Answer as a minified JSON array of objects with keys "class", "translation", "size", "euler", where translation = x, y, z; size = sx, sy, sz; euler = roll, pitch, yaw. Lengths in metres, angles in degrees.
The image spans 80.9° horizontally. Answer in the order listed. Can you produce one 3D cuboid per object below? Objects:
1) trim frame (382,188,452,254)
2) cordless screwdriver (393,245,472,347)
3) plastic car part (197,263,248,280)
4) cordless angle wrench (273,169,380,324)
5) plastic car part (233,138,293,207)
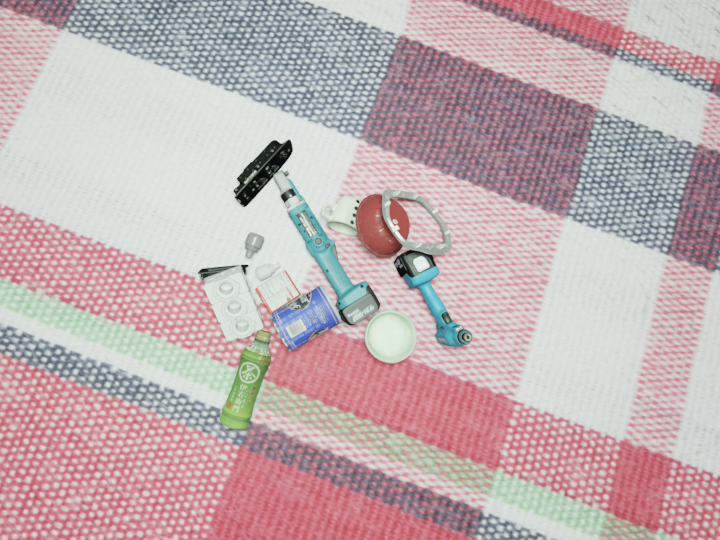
[{"class":"trim frame","translation":[0.138,-0.115,1.005],"size":[0.236,0.028,0.190],"euler":[2,60,-45]},{"class":"cordless screwdriver","translation":[0.174,0.062,0.987],"size":[0.074,0.158,0.252],"euler":[-25,83,-8]},{"class":"plastic car part","translation":[-0.329,0.025,1.027],"size":[0.115,0.067,0.070],"euler":[-3,99,-8]},{"class":"cordless angle wrench","translation":[-0.102,-0.067,1.042],"size":[0.097,0.074,0.429],"euler":[-31,82,-7]},{"class":"plastic car part","translation":[-0.250,-0.257,1.071],"size":[0.202,0.063,0.070],"euler":[-46,63,-7]}]
